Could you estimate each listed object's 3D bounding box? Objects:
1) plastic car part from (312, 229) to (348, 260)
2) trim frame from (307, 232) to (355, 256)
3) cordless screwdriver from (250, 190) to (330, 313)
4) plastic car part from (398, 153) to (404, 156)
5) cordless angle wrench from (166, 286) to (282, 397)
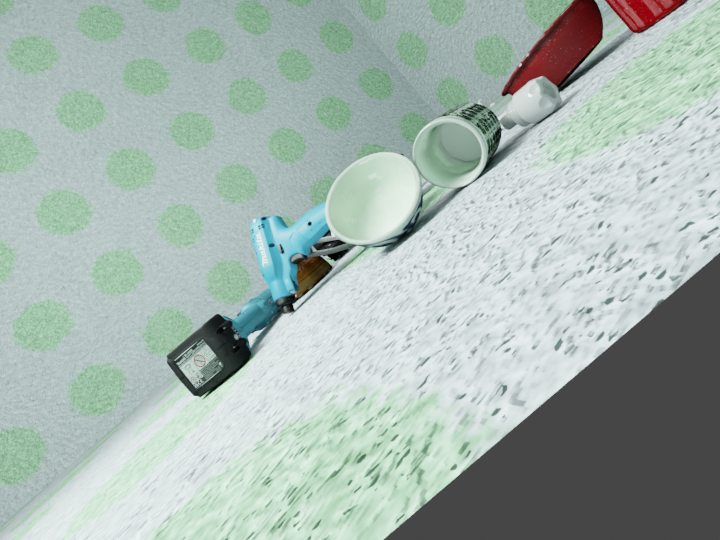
[{"bbox_3d":[-0.073,-0.067,0.950,0.066,0.064,0.213,-47,31,-1],"label":"plastic car part"},{"bbox_3d":[-0.076,-0.050,0.780,0.260,0.027,0.178,-1,19,46],"label":"trim frame"},{"bbox_3d":[-0.051,-0.046,0.630,0.254,0.163,0.071,-25,-17,24],"label":"cordless screwdriver"},{"bbox_3d":[0.075,-0.150,0.761,0.066,0.073,0.114,-42,-11,-8],"label":"plastic car part"},{"bbox_3d":[-0.186,0.079,0.747,0.098,0.074,0.421,-39,5,11],"label":"cordless angle wrench"}]
